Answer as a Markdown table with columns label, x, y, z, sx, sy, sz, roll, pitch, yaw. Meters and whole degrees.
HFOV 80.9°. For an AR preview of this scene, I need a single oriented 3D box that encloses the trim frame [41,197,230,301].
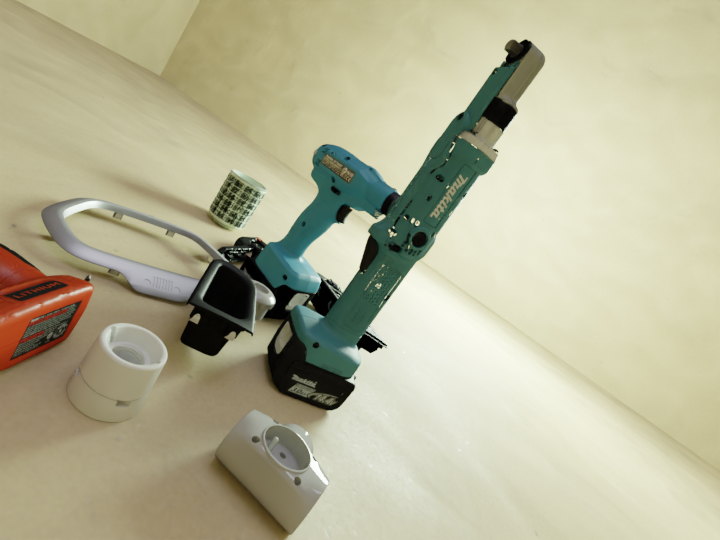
| label | x | y | z | sx | sy | sz | roll | pitch | yaw |
| --- | --- | --- | --- | --- | --- | --- | --- | --- | --- |
| trim frame | -0.260 | -0.026 | 0.529 | 0.235 | 0.027 | 0.195 | 24 | 15 | -41 |

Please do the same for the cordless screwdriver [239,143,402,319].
| label | x | y | z | sx | sy | sz | roll | pitch | yaw |
| --- | --- | --- | --- | --- | --- | --- | --- | --- | --- |
| cordless screwdriver | -0.056 | -0.037 | 0.577 | 0.168 | 0.249 | 0.070 | 42 | 14 | 32 |

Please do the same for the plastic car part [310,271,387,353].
| label | x | y | z | sx | sy | sz | roll | pitch | yaw |
| --- | --- | --- | --- | --- | --- | --- | --- | --- | --- |
| plastic car part | -0.033 | 0.069 | 0.664 | 0.063 | 0.067 | 0.213 | 28 | 13 | -30 |

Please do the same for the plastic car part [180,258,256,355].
| label | x | y | z | sx | sy | sz | roll | pitch | yaw |
| --- | --- | --- | --- | --- | --- | --- | --- | --- | --- |
| plastic car part | -0.150 | 0.044 | 0.436 | 0.064 | 0.071 | 0.120 | 31 | 12 | -19 |

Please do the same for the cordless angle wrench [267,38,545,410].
| label | x | y | z | sx | sy | sz | roll | pitch | yaw |
| --- | --- | --- | --- | --- | --- | --- | --- | --- | --- |
| cordless angle wrench | 0.048 | -0.041 | 0.445 | 0.094 | 0.423 | 0.077 | 30 | 13 | -25 |
